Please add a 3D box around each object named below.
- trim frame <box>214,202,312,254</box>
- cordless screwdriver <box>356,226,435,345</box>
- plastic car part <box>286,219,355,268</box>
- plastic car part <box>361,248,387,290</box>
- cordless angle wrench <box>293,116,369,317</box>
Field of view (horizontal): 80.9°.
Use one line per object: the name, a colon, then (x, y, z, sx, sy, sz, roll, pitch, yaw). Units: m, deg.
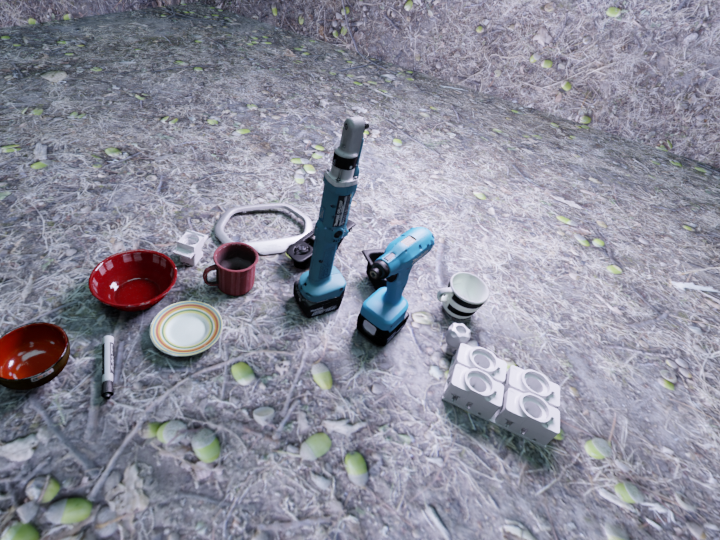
trim frame: (-0.242, -0.110, 1.067, 0.241, 0.027, 0.194, -8, 45, -21)
cordless screwdriver: (0.049, 0.043, 0.791, 0.078, 0.244, 0.155, 36, 45, 22)
plastic car part: (-0.099, -0.065, 1.017, 0.069, 0.065, 0.198, 33, 46, 21)
plastic car part: (0.046, 0.012, 0.958, 0.064, 0.069, 0.122, -4, 44, -20)
cordless angle wrench: (-0.053, -0.082, 0.781, 0.095, 0.414, 0.078, -12, 48, -29)
